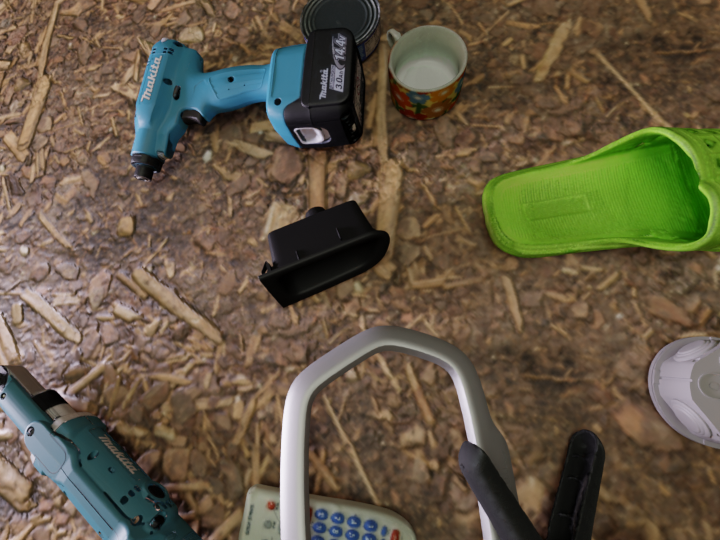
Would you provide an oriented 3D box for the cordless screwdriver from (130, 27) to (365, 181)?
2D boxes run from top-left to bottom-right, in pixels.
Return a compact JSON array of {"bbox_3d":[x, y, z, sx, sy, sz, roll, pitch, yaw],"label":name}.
[{"bbox_3d":[-0.124,-0.163,0.438,0.256,0.071,0.161,6,78,16],"label":"cordless screwdriver"}]

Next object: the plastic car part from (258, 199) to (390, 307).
[{"bbox_3d":[-0.039,-0.025,0.395,0.116,0.063,0.074,-26,60,-1],"label":"plastic car part"}]

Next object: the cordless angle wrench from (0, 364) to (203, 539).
[{"bbox_3d":[-0.184,0.208,0.350,0.440,0.094,0.074,31,83,21],"label":"cordless angle wrench"}]

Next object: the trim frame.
[{"bbox_3d":[0.031,0.166,0.324,0.184,0.027,0.255,-4,65,-1],"label":"trim frame"}]
